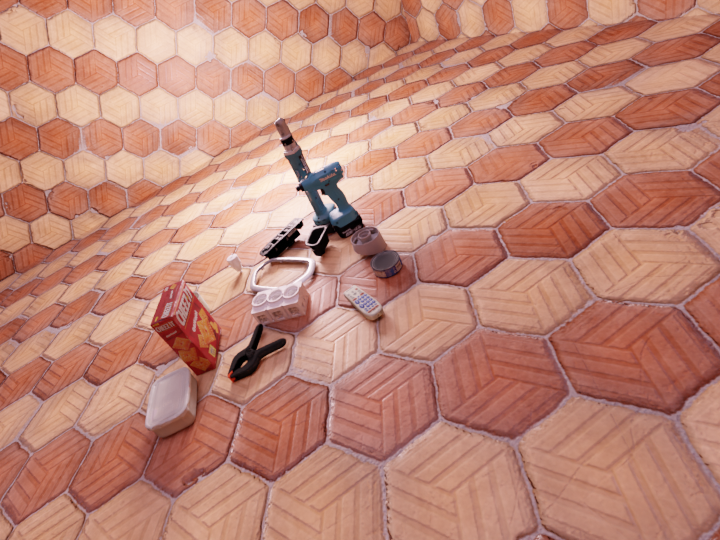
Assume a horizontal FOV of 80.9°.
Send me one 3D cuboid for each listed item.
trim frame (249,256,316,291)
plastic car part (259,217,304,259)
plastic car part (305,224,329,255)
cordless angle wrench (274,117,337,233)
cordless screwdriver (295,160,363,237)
[{"bbox_3d":[-0.256,0.010,1.378,0.260,0.026,0.184,-1,42,33],"label":"trim frame"},{"bbox_3d":[-0.277,-0.107,1.511,0.201,0.064,0.070,-43,37,-22],"label":"plastic car part"},{"bbox_3d":[-0.136,-0.089,1.389,0.068,0.068,0.118,-11,37,23],"label":"plastic car part"},{"bbox_3d":[-0.182,-0.308,1.406,0.077,0.404,0.098,-3,38,32],"label":"cordless angle wrench"},{"bbox_3d":[-0.097,-0.218,1.380,0.159,0.238,0.078,-26,32,0],"label":"cordless screwdriver"}]
